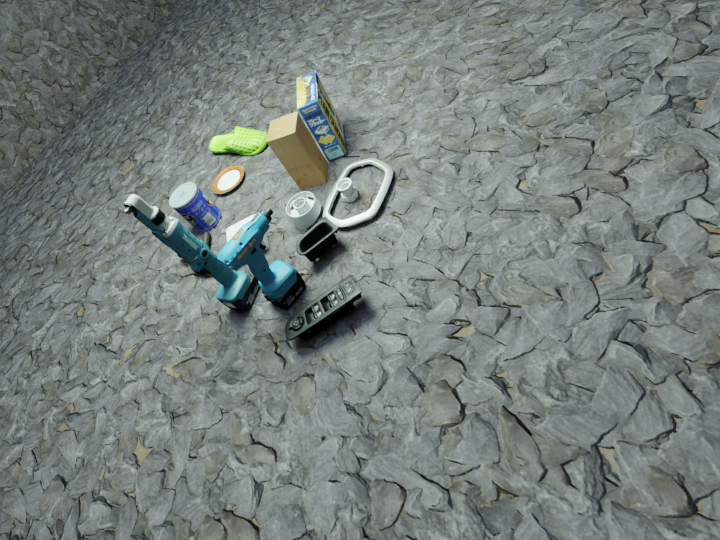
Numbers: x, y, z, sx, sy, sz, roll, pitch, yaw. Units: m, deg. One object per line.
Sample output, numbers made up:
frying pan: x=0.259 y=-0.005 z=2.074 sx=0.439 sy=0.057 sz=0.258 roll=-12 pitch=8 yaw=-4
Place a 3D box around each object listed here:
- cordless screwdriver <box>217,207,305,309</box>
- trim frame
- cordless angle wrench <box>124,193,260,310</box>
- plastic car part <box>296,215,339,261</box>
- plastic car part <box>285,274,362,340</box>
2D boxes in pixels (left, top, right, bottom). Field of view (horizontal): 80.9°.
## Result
cordless screwdriver: x=-0.212 y=-0.024 z=0.995 sx=0.079 sy=0.235 sz=0.159 roll=27 pitch=72 yaw=37
trim frame: x=-0.010 y=-0.217 z=1.160 sx=0.193 sy=0.026 sz=0.250 roll=6 pitch=62 yaw=31
cordless angle wrench: x=-0.382 y=-0.038 z=0.985 sx=0.078 sy=0.400 sz=0.099 roll=4 pitch=60 yaw=28
plastic car part: x=-0.106 y=-0.069 z=1.082 sx=0.116 sy=0.067 sz=0.070 roll=-42 pitch=50 yaw=-5
plastic car part: x=-0.082 y=0.094 z=0.959 sx=0.204 sy=0.063 sz=0.070 roll=-33 pitch=49 yaw=4
